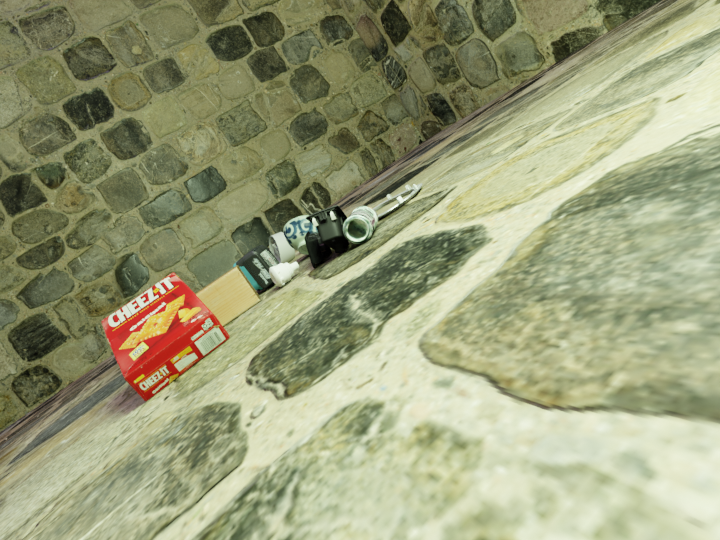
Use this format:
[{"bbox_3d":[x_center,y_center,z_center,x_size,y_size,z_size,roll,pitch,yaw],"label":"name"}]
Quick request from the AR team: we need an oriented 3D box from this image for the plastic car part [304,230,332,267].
[{"bbox_3d":[-0.092,-0.060,0.939,0.067,0.065,0.206,-24,10,-5],"label":"plastic car part"}]

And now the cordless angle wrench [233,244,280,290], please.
[{"bbox_3d":[-0.379,0.092,1.066,0.428,0.097,0.074,-34,7,18],"label":"cordless angle wrench"}]

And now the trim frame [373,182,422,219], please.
[{"bbox_3d":[0.046,-0.147,1.007,0.181,0.027,0.257,-42,16,-29],"label":"trim frame"}]

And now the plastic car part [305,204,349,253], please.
[{"bbox_3d":[-0.050,-0.070,0.820,0.067,0.073,0.111,-18,-19,12],"label":"plastic car part"}]
